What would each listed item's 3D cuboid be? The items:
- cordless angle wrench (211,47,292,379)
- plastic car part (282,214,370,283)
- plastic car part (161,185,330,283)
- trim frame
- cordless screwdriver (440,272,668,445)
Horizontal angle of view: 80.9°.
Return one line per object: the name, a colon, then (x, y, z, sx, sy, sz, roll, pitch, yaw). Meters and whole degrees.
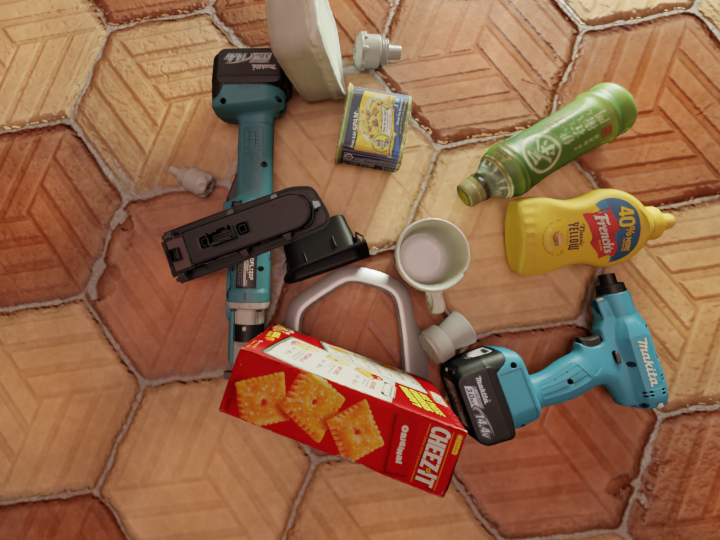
cordless angle wrench: (-0.143, -0.064, 0.547, 0.098, 0.074, 0.424, 1, 88, 2)
plastic car part: (-0.053, -0.035, 0.547, 0.117, 0.064, 0.073, -17, 71, 4)
plastic car part: (-0.137, -0.048, 0.489, 0.203, 0.066, 0.067, -19, 84, 0)
trim frame: (-0.005, 0.119, 0.543, 0.185, 0.027, 0.250, -4, 83, 4)
cordless screwdriver: (0.225, 0.104, 0.508, 0.248, 0.074, 0.160, -13, 85, -2)
